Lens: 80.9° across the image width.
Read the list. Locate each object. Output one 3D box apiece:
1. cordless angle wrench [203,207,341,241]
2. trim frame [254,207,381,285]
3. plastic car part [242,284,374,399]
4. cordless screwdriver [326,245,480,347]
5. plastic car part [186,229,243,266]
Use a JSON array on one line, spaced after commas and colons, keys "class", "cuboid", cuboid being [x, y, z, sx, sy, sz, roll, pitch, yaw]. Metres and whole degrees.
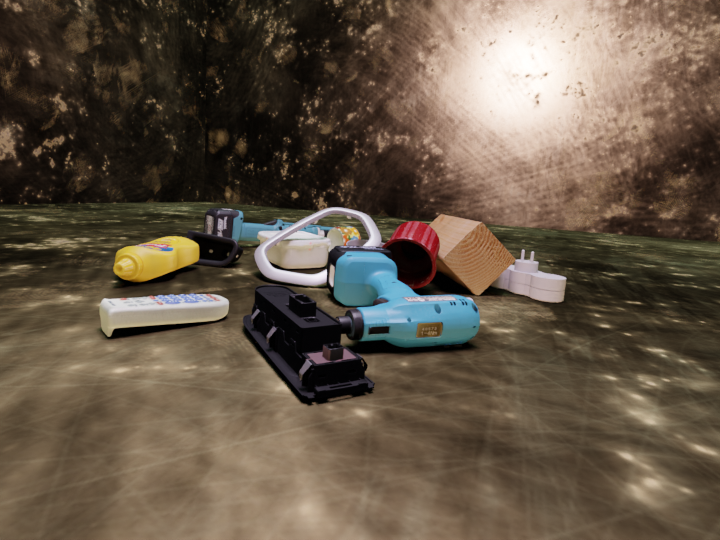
[{"class": "cordless angle wrench", "cuboid": [-0.215, -0.105, 1.160, 0.403, 0.097, 0.078, 0, 9, -39]}, {"class": "trim frame", "cuboid": [-0.076, -0.050, 0.778, 0.244, 0.026, 0.194, -36, 50, -29]}, {"class": "plastic car part", "cuboid": [-0.068, 0.055, 0.418, 0.064, 0.066, 0.212, -10, 13, -29]}, {"class": "cordless screwdriver", "cuboid": [0.012, 0.028, 0.544, 0.154, 0.073, 0.259, -1, 15, -21]}, {"class": "plastic car part", "cuboid": [-0.290, -0.038, 0.857, 0.119, 0.066, 0.069, 9, -4, 12]}]
